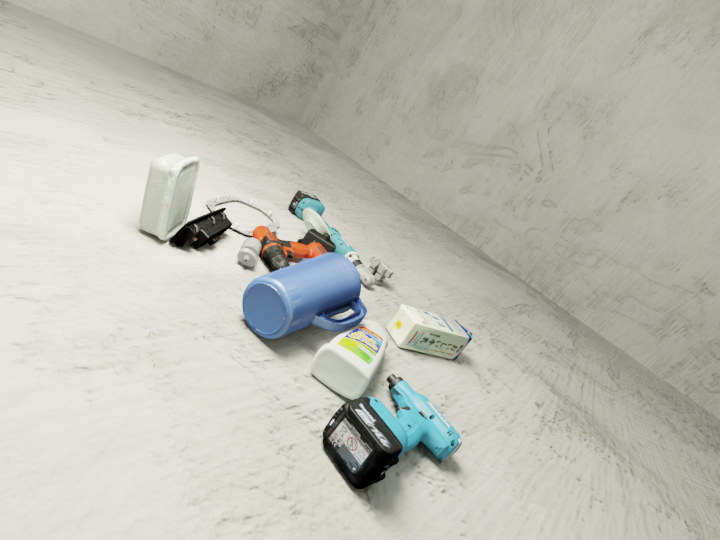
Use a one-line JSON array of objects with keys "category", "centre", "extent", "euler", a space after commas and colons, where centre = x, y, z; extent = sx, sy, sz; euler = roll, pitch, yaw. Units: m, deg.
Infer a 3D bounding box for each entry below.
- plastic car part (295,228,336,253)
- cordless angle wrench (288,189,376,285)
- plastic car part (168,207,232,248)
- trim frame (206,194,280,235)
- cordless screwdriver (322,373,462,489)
[{"category": "plastic car part", "centre": [-0.114, -0.075, 1.170], "extent": [0.118, 0.071, 0.065], "euler": [30, 20, 6]}, {"category": "cordless angle wrench", "centre": [-0.085, -0.099, 1.279], "extent": [0.093, 0.074, 0.446], "euler": [11, 30, -45]}, {"category": "plastic car part", "centre": [-0.328, -0.092, 0.913], "extent": [0.066, 0.066, 0.205], "euler": [39, 18, -11]}, {"category": "trim frame", "centre": [-0.308, -0.152, 1.143], "extent": [0.187, 0.027, 0.246], "euler": [34, 18, 5]}, {"category": "cordless screwdriver", "centre": [0.043, 0.229, 0.655], "extent": [0.235, 0.074, 0.168], "euler": [14, 25, -50]}]
